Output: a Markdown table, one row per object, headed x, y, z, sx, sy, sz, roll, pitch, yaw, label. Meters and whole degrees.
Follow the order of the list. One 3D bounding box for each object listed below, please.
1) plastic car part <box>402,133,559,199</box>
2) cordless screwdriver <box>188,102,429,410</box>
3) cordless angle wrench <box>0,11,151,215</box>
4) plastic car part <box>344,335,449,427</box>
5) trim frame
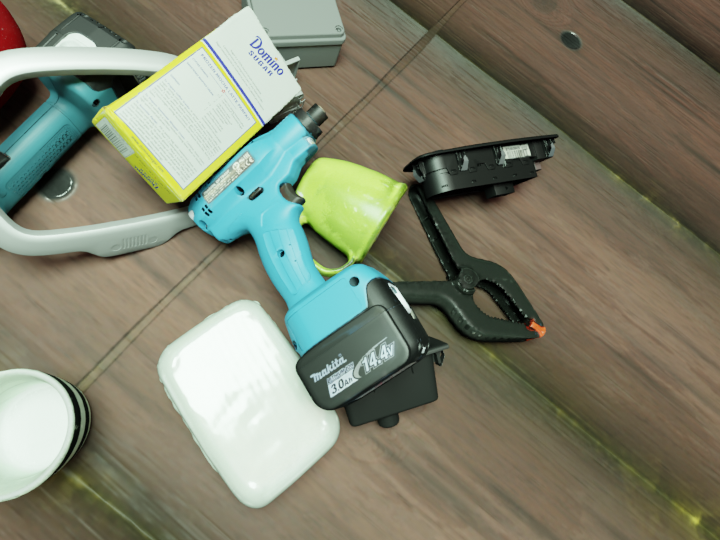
| x | y | z | sx | sy | sz | roll | pitch | yaw | label |
| --- | --- | --- | --- | --- | --- | --- | --- | --- | --- |
| 0.140 | -0.116 | 0.493 | 0.196 | 0.068 | 0.067 | -9 | 92 | -24 | plastic car part |
| -0.036 | -0.023 | 0.365 | 0.160 | 0.071 | 0.259 | -42 | 68 | 9 | cordless screwdriver |
| -0.349 | -0.048 | 0.370 | 0.074 | 0.098 | 0.423 | 32 | 72 | -4 | cordless angle wrench |
| 0.026 | 0.112 | 0.409 | 0.114 | 0.067 | 0.071 | -18 | 93 | -14 | plastic car part |
| -0.222 | -0.103 | 0.385 | 0.240 | 0.029 | 0.180 | -20 | 113 | -37 | trim frame |
